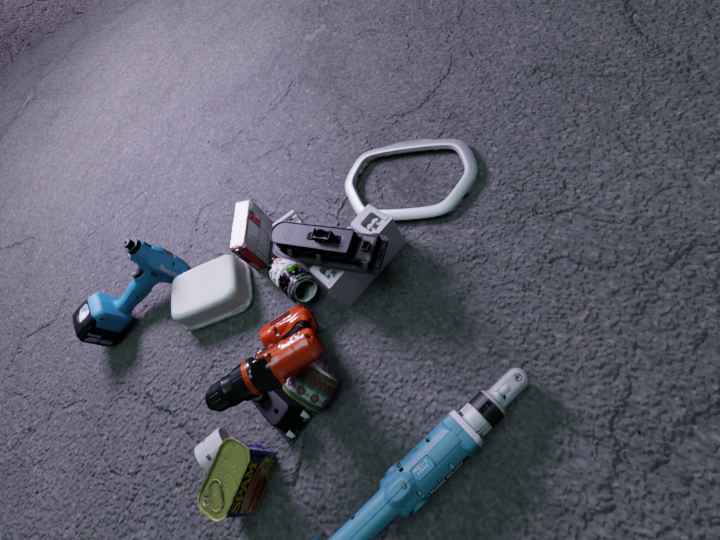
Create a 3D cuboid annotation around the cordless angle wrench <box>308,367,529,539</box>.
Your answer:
[{"bbox_3d":[0.057,0.273,0.531,0.422,0.093,0.078,-43,59,-4],"label":"cordless angle wrench"}]

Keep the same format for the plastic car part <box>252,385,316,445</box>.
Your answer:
[{"bbox_3d":[-0.140,0.208,0.669,0.123,0.067,0.066,33,81,31],"label":"plastic car part"}]

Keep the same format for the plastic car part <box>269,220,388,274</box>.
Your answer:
[{"bbox_3d":[-0.065,-0.043,0.665,0.213,0.063,0.067,8,76,31],"label":"plastic car part"}]

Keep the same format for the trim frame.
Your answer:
[{"bbox_3d":[0.087,-0.172,0.784,0.258,0.026,0.187,-2,65,27],"label":"trim frame"}]

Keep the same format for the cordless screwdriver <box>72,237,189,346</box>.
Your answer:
[{"bbox_3d":[-0.495,0.041,0.876,0.249,0.151,0.078,-42,56,3],"label":"cordless screwdriver"}]
